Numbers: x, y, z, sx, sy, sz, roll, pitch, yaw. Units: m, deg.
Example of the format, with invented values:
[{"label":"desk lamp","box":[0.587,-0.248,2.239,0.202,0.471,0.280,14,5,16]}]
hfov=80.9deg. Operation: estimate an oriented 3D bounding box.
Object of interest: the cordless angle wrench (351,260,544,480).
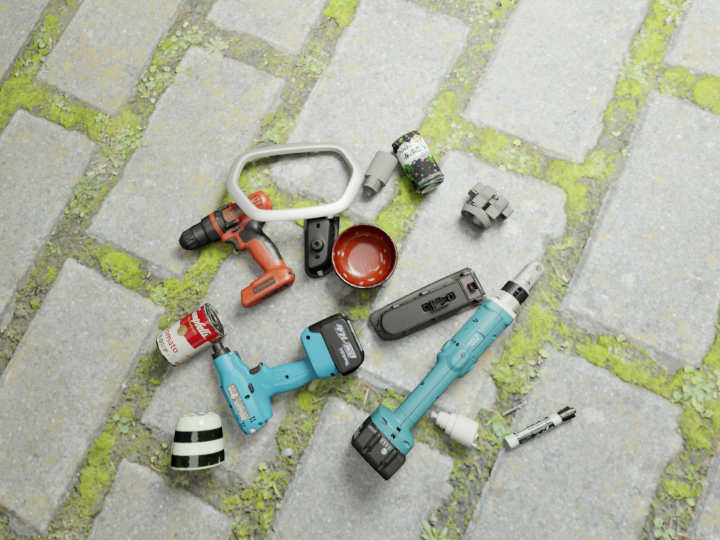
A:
[{"label":"cordless angle wrench","box":[0.155,0.140,0.682,0.076,0.096,0.422,42,83,10]}]

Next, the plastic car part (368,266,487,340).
[{"label":"plastic car part","box":[0.114,0.063,0.714,0.204,0.066,0.067,-24,88,4]}]

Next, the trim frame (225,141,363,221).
[{"label":"trim frame","box":[-0.118,-0.167,0.763,0.248,0.027,0.190,-9,62,-2]}]

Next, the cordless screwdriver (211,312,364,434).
[{"label":"cordless screwdriver","box":[-0.127,0.148,0.717,0.249,0.073,0.162,-30,80,4]}]

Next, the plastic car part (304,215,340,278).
[{"label":"plastic car part","box":[-0.073,-0.048,0.745,0.067,0.069,0.118,1,78,4]}]
